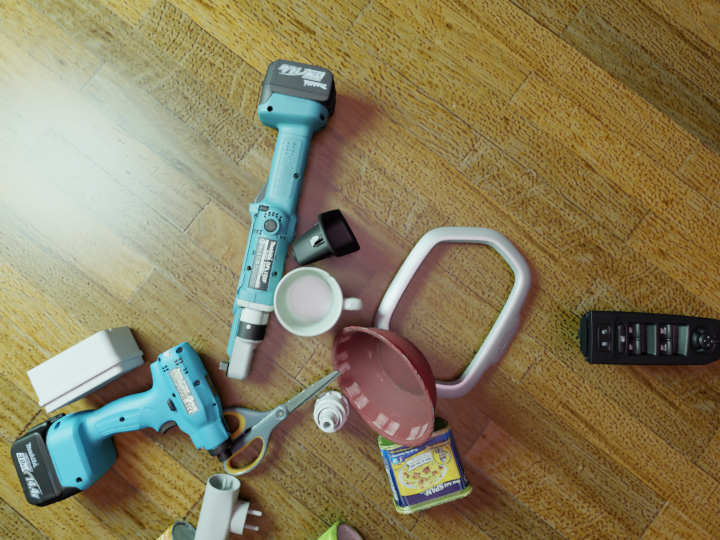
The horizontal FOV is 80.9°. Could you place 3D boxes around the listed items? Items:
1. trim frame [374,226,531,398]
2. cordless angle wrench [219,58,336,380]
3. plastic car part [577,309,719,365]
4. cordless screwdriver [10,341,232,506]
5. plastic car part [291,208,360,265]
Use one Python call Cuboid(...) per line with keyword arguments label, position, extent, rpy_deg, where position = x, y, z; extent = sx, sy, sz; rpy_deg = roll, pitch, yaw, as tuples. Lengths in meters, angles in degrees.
Cuboid(label="trim frame", position=(0.128, 0.054, 0.582), extent=(0.185, 0.027, 0.248), rpy_deg=(30, 85, 3))
Cuboid(label="cordless angle wrench", position=(-0.120, -0.061, 0.571), extent=(0.098, 0.074, 0.423), rpy_deg=(12, 89, -1))
Cuboid(label="plastic car part", position=(0.374, 0.090, 0.556), extent=(0.201, 0.067, 0.067), rpy_deg=(2, 81, -4))
Cuboid(label="cordless screwdriver", position=(-0.298, 0.219, 0.548), extent=(0.248, 0.074, 0.160), rpy_deg=(-28, 87, -2))
Cuboid(label="plastic car part", position=(-0.054, -0.035, 0.553), extent=(0.072, 0.114, 0.066), rpy_deg=(-30, 91, 20))
